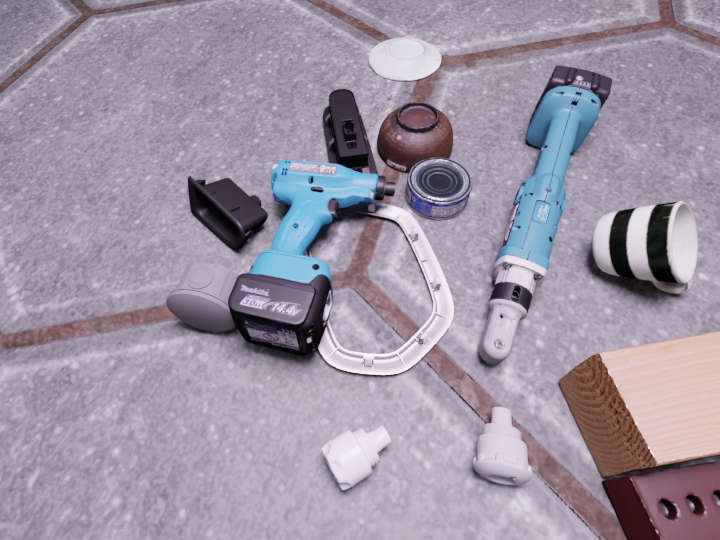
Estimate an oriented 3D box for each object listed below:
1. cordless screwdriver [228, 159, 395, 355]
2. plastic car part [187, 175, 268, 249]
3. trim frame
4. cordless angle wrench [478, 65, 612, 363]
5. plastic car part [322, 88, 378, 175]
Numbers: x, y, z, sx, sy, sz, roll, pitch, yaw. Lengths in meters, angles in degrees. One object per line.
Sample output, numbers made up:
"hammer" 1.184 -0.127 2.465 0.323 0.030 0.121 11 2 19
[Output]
"cordless screwdriver" -0.048 -0.031 0.489 0.162 0.072 0.254 5 54 7
"plastic car part" -0.171 -0.083 0.570 0.121 0.064 0.070 37 52 20
"trim frame" 0.004 0.004 0.513 0.183 0.026 0.258 -15 59 -3
"cordless angle wrench" 0.218 -0.083 0.516 0.076 0.095 0.424 21 65 11
"plastic car part" -0.021 -0.200 0.630 0.067 0.064 0.210 -13 54 3
